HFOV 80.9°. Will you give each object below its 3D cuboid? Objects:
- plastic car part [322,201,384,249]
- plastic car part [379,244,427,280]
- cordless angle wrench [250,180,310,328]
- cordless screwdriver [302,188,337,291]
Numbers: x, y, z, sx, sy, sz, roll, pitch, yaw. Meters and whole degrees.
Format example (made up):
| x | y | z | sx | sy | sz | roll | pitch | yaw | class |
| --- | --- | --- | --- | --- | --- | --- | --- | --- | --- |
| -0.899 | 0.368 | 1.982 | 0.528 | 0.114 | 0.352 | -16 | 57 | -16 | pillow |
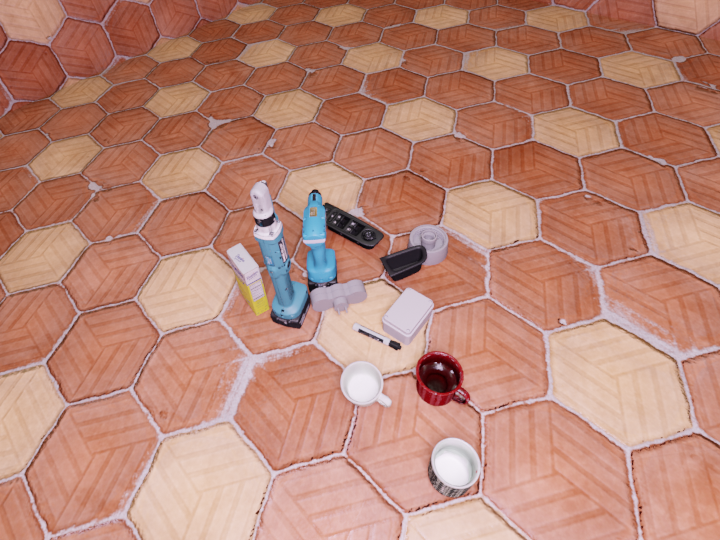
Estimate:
| x | y | z | sx | sy | sz | roll | pitch | yaw | class |
| --- | --- | --- | --- | --- | --- | --- | --- | --- | --- |
| -0.032 | -0.113 | 1.175 | 0.212 | 0.064 | 0.066 | 27 | 59 | 25 | plastic car part |
| 0.115 | -0.011 | 1.072 | 0.115 | 0.068 | 0.069 | -19 | 53 | -9 | plastic car part |
| -0.175 | -0.019 | 0.898 | 0.076 | 0.408 | 0.099 | 13 | 53 | 12 | cordless angle wrench |
| -0.101 | -0.066 | 1.034 | 0.075 | 0.240 | 0.164 | -3 | 51 | 0 | cordless screwdriver |
